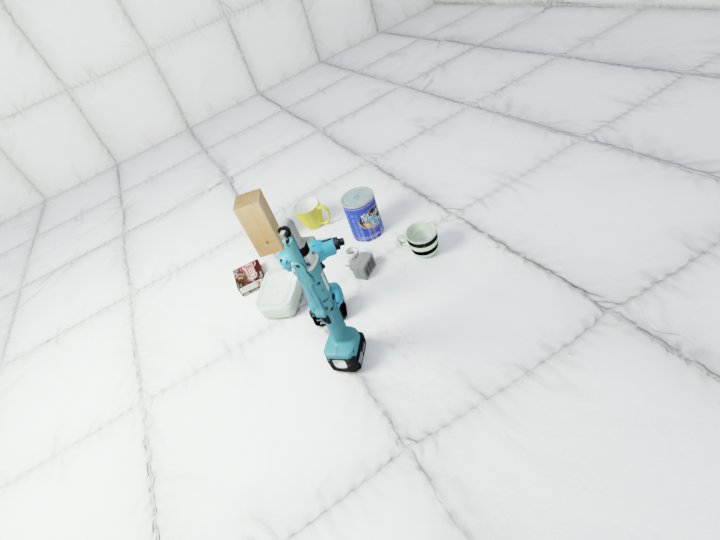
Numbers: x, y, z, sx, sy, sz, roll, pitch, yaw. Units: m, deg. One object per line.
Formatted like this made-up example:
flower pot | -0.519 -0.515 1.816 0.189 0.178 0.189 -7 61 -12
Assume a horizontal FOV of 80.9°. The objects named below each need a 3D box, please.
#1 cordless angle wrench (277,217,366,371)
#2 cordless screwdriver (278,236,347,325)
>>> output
cordless angle wrench | -0.081 0.058 0.883 0.077 0.403 0.099 -3 42 20
cordless screwdriver | -0.088 0.024 1.053 0.160 0.237 0.077 -17 39 6
